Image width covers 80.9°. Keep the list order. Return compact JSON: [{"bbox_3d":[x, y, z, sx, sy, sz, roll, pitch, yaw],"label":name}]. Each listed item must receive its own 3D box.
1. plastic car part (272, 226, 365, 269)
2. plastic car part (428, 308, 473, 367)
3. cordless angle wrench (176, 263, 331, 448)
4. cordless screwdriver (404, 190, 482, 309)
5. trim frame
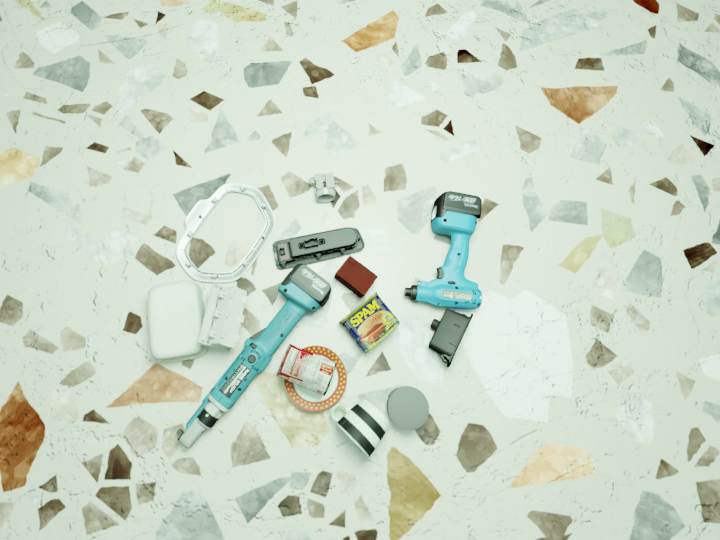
[{"bbox_3d":[-0.091,-0.059,0.928,0.201,0.066,0.068,-11,71,-7],"label":"plastic car part"},{"bbox_3d":[0.180,0.132,0.883,0.073,0.063,0.117,22,72,17],"label":"plastic car part"},{"bbox_3d":[-0.217,0.176,0.859,0.099,0.073,0.422,36,80,6],"label":"cordless angle wrench"},{"bbox_3d":[0.181,-0.045,0.921,0.159,0.073,0.251,5,79,0],"label":"cordless screwdriver"},{"bbox_3d":[-0.303,-0.087,0.948,0.187,0.027,0.248,31,79,8],"label":"trim frame"}]
